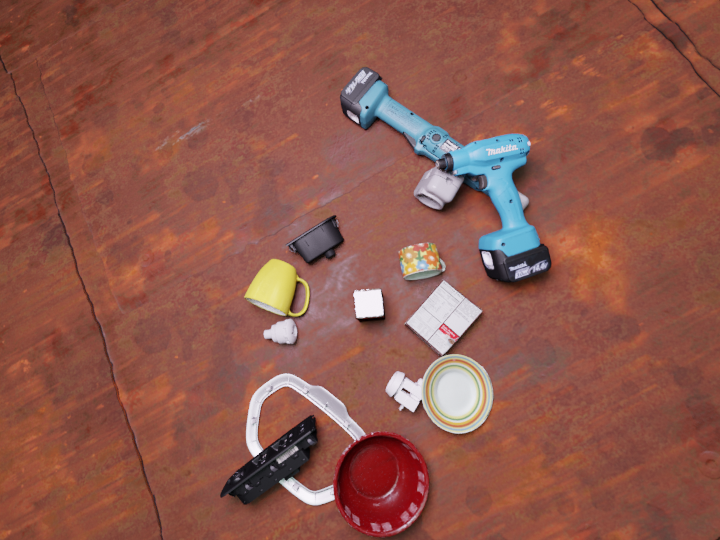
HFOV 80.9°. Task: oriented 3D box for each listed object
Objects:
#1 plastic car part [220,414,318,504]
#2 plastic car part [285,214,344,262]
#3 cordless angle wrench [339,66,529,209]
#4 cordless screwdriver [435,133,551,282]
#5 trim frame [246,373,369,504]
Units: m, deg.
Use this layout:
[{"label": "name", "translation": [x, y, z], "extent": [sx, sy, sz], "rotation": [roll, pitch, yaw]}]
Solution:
[{"label": "plastic car part", "translation": [-0.153, 0.341, 0.745], "extent": [0.203, 0.067, 0.066], "rotation": [-33, 102, 1]}, {"label": "plastic car part", "translation": [-0.083, -0.054, 0.847], "extent": [0.116, 0.066, 0.071], "rotation": [-29, 91, -1]}, {"label": "cordless angle wrench", "translation": [0.146, -0.252, 0.841], "extent": [0.435, 0.072, 0.098], "rotation": [39, 87, 14]}, {"label": "cordless screwdriver", "translation": [0.229, -0.104, 0.737], "extent": [0.158, 0.075, 0.247], "rotation": [-13, 94, -5]}, {"label": "trim frame", "translation": [-0.103, 0.307, 0.780], "extent": [0.257, 0.026, 0.184], "rotation": [35, 85, 18]}]
